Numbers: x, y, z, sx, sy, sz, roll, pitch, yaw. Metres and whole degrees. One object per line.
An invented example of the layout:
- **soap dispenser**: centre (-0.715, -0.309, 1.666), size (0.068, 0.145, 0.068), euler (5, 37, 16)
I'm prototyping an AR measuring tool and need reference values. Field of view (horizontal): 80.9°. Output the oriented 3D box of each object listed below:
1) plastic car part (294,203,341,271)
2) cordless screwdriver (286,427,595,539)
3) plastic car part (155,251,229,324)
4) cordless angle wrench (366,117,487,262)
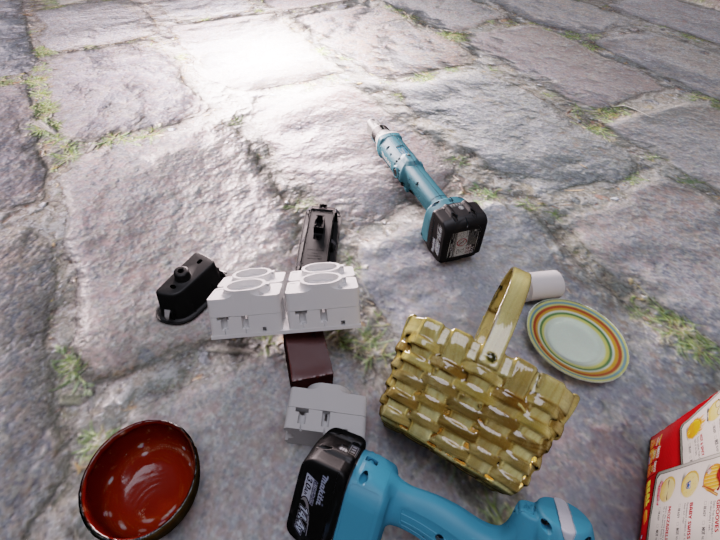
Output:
- **plastic car part**: centre (-0.067, -0.044, 0.689), size (0.066, 0.066, 0.208), euler (9, 50, -5)
- **cordless screwdriver**: centre (0.058, 0.255, 0.383), size (0.258, 0.158, 0.072), euler (11, 5, 20)
- **plastic car part**: centre (-0.250, 0.019, 0.618), size (0.068, 0.069, 0.116), euler (23, 47, 17)
- **cordless angle wrench**: centre (0.092, -0.190, 0.809), size (0.073, 0.095, 0.444), euler (-13, 46, -12)
